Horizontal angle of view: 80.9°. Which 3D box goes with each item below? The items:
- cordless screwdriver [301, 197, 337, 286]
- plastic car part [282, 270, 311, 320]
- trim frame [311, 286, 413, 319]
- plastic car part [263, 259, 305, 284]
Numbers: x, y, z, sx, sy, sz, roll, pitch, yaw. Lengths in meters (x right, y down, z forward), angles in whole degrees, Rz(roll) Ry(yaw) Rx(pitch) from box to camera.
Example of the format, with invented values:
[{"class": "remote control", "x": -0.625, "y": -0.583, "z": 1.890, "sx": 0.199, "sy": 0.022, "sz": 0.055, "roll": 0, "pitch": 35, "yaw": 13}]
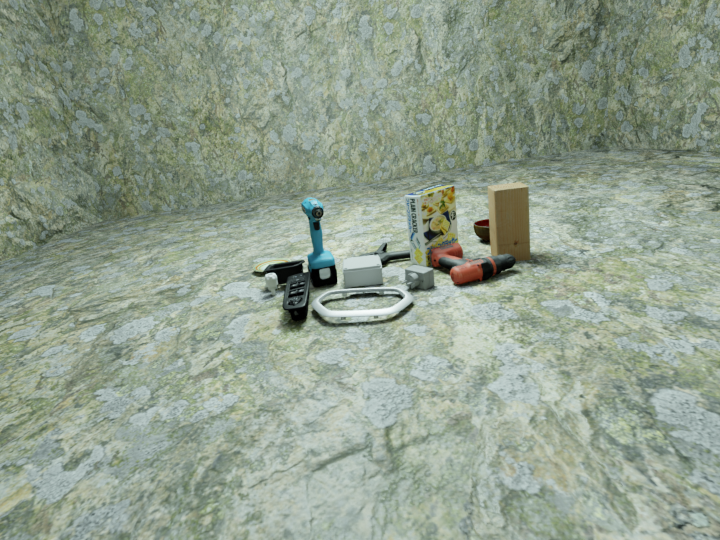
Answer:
[{"class": "cordless screwdriver", "x": -0.116, "y": -0.076, "z": 1.187, "sx": 0.073, "sy": 0.244, "sz": 0.165, "roll": -11, "pitch": 16, "yaw": -12}, {"class": "plastic car part", "x": -0.157, "y": 0.067, "z": 1.064, "sx": 0.066, "sy": 0.065, "sz": 0.207, "roll": -8, "pitch": 18, "yaw": -1}, {"class": "trim frame", "x": 0.003, "y": 0.076, "z": 1.027, "sx": 0.252, "sy": 0.027, "sz": 0.185, "roll": -6, "pitch": 19, "yaw": 8}, {"class": "plastic car part", "x": -0.217, "y": 0.013, "z": 1.245, "sx": 0.118, "sy": 0.069, "sz": 0.066, "roll": -5, "pitch": 17, "yaw": 10}]
